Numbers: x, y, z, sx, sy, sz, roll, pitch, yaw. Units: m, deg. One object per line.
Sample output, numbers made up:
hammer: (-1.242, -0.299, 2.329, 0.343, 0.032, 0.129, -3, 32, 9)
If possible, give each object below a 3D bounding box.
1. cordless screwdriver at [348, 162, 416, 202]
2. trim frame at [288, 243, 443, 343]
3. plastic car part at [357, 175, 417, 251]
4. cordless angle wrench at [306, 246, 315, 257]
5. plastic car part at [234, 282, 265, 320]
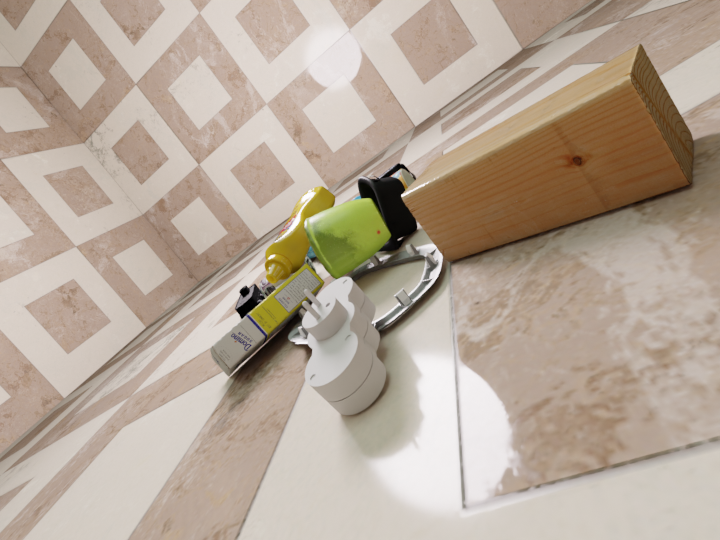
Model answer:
cordless screwdriver: (0.038, -0.159, 0.910, 0.157, 0.073, 0.255, -42, 11, -22)
trim frame: (-0.002, 0.030, 0.510, 0.182, 0.027, 0.257, -47, 19, -30)
plastic car part: (0.048, -0.092, 0.629, 0.069, 0.116, 0.068, -16, 2, -21)
cordless angle wrench: (-0.088, -0.058, 0.903, 0.097, 0.073, 0.434, -42, 13, -18)
plastic car part: (-0.213, 0.063, 0.838, 0.066, 0.065, 0.208, -31, 16, -5)
